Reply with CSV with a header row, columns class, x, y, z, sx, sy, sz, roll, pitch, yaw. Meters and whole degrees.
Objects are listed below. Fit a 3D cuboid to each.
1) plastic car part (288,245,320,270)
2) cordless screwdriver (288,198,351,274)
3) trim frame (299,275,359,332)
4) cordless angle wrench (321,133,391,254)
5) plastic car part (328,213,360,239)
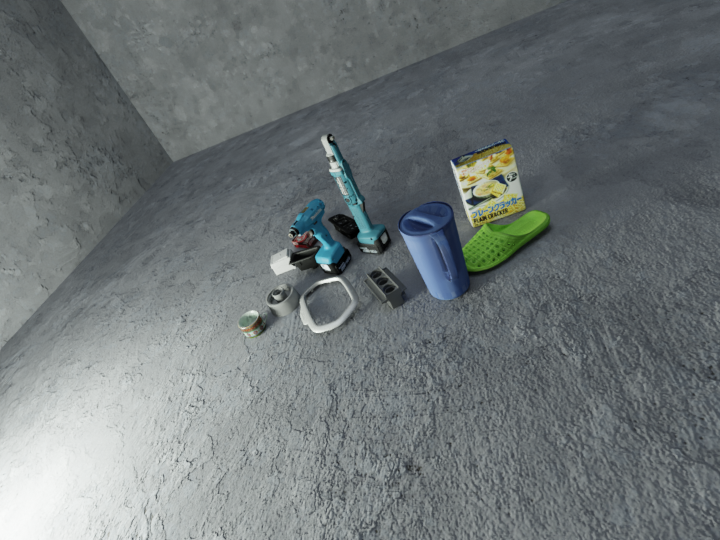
class,x,y,z,sx,sy,sz,roll,pitch,yaw
plastic car part,-0.177,-0.034,1.453,0.120,0.068,0.067,-14,36,21
cordless screwdriver,-0.131,-0.085,1.336,0.078,0.237,0.158,5,45,40
trim frame,-0.101,0.096,1.272,0.184,0.026,0.261,-31,35,-3
cordless angle wrench,-0.024,-0.230,1.298,0.103,0.404,0.074,6,45,41
plastic car part,-0.050,-0.157,1.521,0.066,0.064,0.214,-35,35,-11
